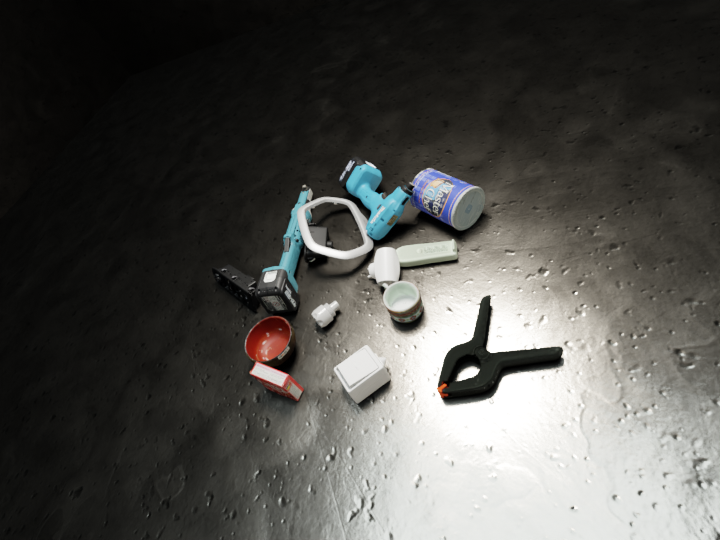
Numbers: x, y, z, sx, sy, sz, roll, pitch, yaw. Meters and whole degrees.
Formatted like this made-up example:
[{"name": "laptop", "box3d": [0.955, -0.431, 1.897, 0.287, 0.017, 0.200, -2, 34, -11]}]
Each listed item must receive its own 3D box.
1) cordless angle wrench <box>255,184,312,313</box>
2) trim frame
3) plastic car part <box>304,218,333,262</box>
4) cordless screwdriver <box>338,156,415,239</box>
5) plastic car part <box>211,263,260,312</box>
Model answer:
[{"name": "cordless angle wrench", "box3d": [-0.175, -0.081, 1.113, 0.076, 0.093, 0.432, -10, 45, 18]}, {"name": "trim frame", "box3d": [-0.063, -0.112, 1.068, 0.181, 0.027, 0.260, -8, 43, -13]}, {"name": "plastic car part", "box3d": [-0.106, -0.069, 1.086, 0.071, 0.063, 0.120, -5, 51, 3]}, {"name": "cordless screwdriver", "box3d": [0.040, -0.210, 1.077, 0.159, 0.070, 0.261, -53, 40, 25]}, {"name": "plastic car part", "box3d": [-0.320, 0.031, 1.100, 0.214, 0.063, 0.066, 22, 54, 38]}]
